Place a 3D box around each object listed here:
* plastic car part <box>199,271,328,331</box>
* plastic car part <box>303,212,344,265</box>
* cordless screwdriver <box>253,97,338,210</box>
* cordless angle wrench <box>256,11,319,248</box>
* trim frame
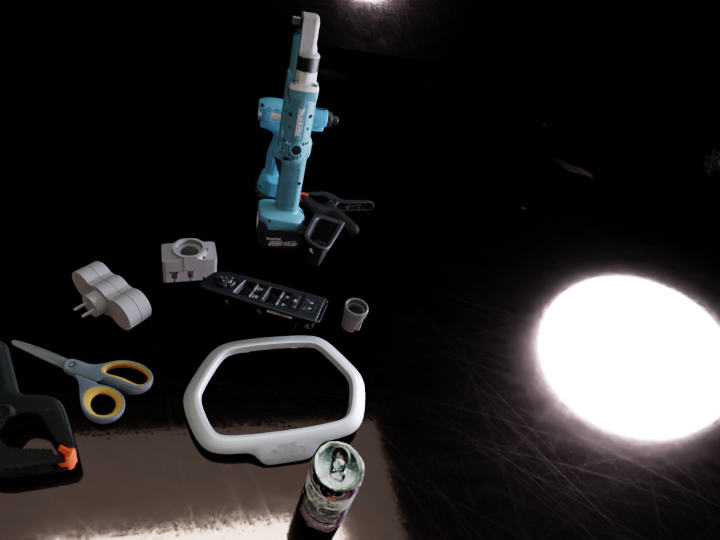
[{"bbox_3d":[-0.159,0.052,0.682,0.206,0.066,0.067,18,38,7],"label":"plastic car part"},{"bbox_3d":[-0.081,-0.053,0.830,0.067,0.069,0.117,17,38,3],"label":"plastic car part"},{"bbox_3d":[-0.146,-0.235,0.897,0.156,0.244,0.077,6,39,-12],"label":"cordless screwdriver"},{"bbox_3d":[-0.120,-0.224,0.753,0.095,0.415,0.077,4,40,-17],"label":"cordless angle wrench"},{"bbox_3d":[-0.114,0.167,0.582,0.242,0.027,0.193,-2,41,-18],"label":"trim frame"}]
